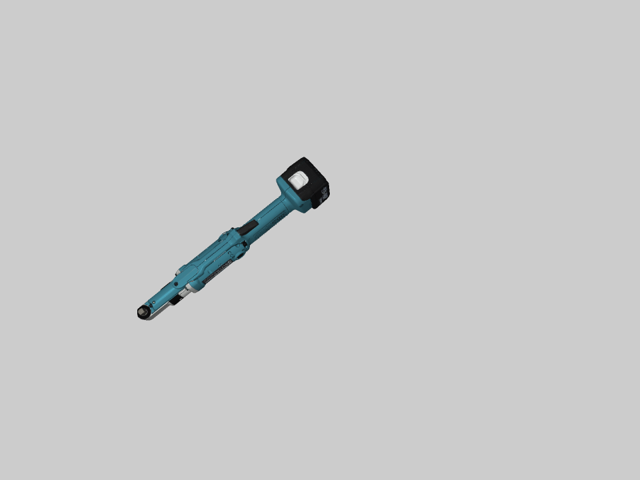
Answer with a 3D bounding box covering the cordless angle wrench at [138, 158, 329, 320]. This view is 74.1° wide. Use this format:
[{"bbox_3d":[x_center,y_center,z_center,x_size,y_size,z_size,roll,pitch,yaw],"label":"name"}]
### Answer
[{"bbox_3d":[-0.166,0.009,0.803,0.422,0.074,0.098,-40,-13,-6],"label":"cordless angle wrench"}]
